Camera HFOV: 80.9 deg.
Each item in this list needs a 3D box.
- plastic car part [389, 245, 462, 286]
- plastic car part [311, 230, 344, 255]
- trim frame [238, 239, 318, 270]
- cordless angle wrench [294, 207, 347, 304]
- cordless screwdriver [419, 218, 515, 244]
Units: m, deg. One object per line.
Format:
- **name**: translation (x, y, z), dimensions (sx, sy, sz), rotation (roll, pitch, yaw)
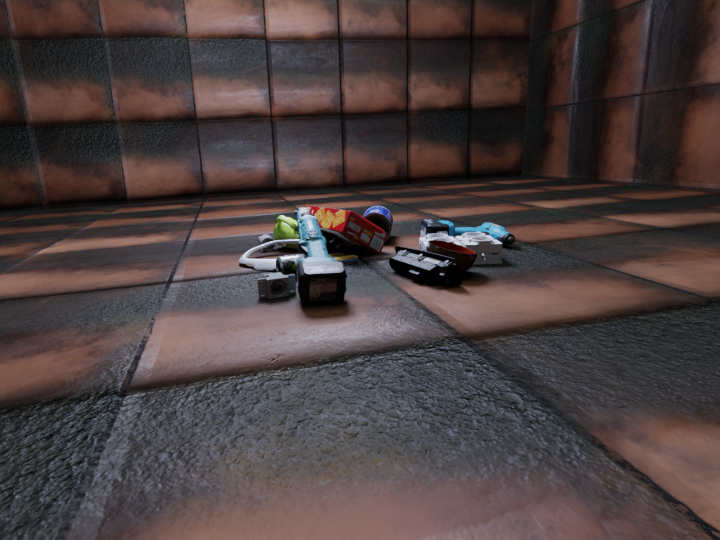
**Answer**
- **plastic car part**: translation (0.135, -0.006, 0.966), dimensions (0.066, 0.064, 0.213), rotation (-36, 29, -17)
- **plastic car part**: translation (-0.120, -0.078, 1.223), dimensions (0.123, 0.071, 0.062), rotation (16, -14, 36)
- **trim frame**: translation (-0.217, -0.046, 1.159), dimensions (0.258, 0.027, 0.182), rotation (2, 25, 25)
- **cordless angle wrench**: translation (-0.115, -0.066, 1.005), dimensions (0.096, 0.072, 0.440), rotation (-4, 29, -11)
- **cordless screwdriver**: translation (0.310, -0.105, 1.240), dimensions (0.246, 0.073, 0.163), rotation (-1, 15, -8)
